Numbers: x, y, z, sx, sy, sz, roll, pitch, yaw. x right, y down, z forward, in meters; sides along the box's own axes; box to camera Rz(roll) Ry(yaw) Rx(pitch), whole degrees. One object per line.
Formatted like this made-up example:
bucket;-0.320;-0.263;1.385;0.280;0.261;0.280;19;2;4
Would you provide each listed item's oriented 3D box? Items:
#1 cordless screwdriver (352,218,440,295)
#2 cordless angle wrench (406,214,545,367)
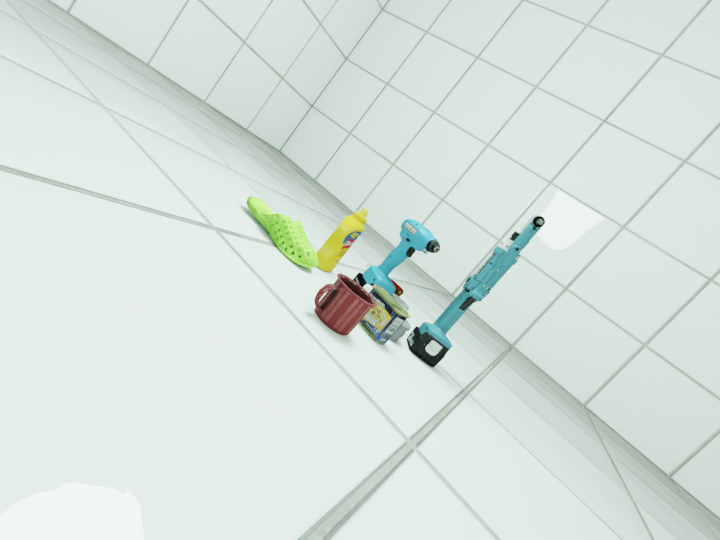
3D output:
cordless screwdriver;0.091;-0.008;1.074;0.071;0.249;0.166;33;11;-30
cordless angle wrench;0.273;0.040;0.989;0.074;0.423;0.098;38;10;-4
